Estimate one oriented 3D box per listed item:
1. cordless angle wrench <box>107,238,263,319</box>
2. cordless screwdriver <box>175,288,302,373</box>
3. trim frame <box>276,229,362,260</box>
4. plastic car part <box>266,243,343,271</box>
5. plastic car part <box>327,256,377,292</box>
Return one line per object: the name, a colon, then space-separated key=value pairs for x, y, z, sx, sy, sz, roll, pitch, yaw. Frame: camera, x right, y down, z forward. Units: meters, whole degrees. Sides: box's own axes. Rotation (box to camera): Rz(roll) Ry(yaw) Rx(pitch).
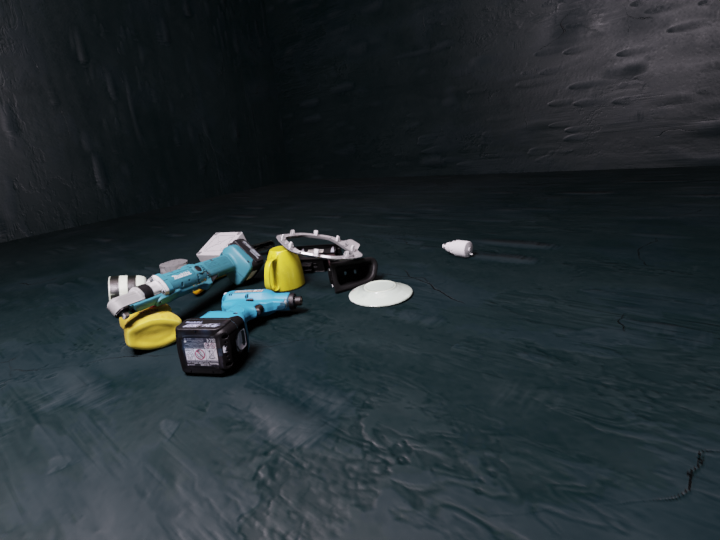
cordless angle wrench: x=-0.353 y=0.016 z=0.894 sx=0.099 sy=0.074 sz=0.415 roll=41 pitch=22 yaw=5
cordless screwdriver: x=-0.201 y=0.089 z=0.739 sx=0.162 sy=0.073 sz=0.249 roll=-4 pitch=14 yaw=8
trim frame: x=-0.097 y=-0.063 z=0.987 sx=0.178 sy=0.027 sz=0.259 roll=1 pitch=14 yaw=-22
plastic car part: x=-0.150 y=-0.023 z=1.088 sx=0.209 sy=0.063 sz=0.068 roll=1 pitch=43 yaw=19
plastic car part: x=-0.026 y=0.006 z=0.952 sx=0.112 sy=0.066 sz=0.073 roll=-12 pitch=2 yaw=-29
